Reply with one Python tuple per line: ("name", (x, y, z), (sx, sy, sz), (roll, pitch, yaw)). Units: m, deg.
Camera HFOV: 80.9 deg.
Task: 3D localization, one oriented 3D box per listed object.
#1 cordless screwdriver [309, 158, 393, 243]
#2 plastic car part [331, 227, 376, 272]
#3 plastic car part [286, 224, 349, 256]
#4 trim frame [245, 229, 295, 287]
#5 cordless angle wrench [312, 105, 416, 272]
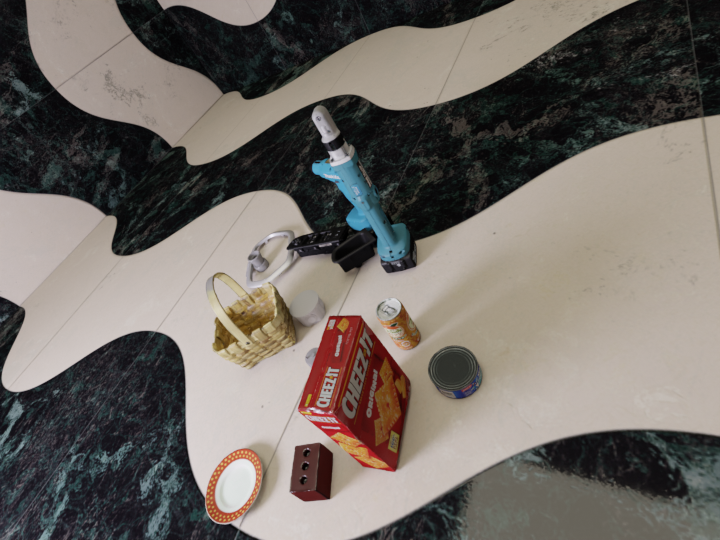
("cordless screwdriver", (-0.027, -0.183, 1.079), (0.168, 0.236, 0.074), (18, 60, 47))
("plastic car part", (-0.012, -0.040, 1.056), (0.116, 0.067, 0.069), (-36, 37, 0))
("plastic car part", (-0.115, -0.075, 1.172), (0.212, 0.064, 0.067), (-4, 47, 34))
("trim frame", (-0.277, -0.040, 1.288), (0.187, 0.026, 0.258), (-25, 39, 13))
("cordless angle wrench", (0.010, -0.160, 0.893), (0.076, 0.402, 0.100), (-15, 40, 24))
